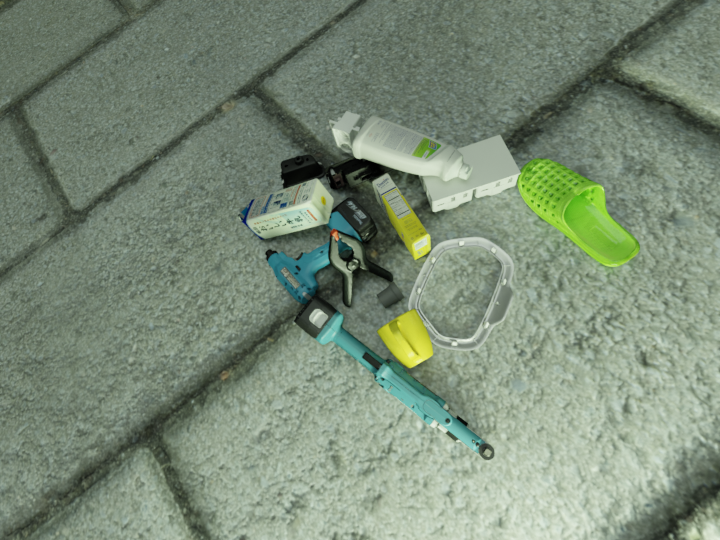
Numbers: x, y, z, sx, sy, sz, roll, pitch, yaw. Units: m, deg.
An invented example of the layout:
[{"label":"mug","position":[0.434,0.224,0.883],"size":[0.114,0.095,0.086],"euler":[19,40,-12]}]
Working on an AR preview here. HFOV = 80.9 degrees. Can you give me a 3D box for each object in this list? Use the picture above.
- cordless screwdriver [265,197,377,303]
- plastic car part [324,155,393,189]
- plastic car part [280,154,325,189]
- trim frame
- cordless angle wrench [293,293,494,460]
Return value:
[{"label":"cordless screwdriver","position":[-0.094,-0.061,0.957],"size":[0.248,0.071,0.167],"euler":[-44,63,-2]},{"label":"plastic car part","position":[0.021,-0.246,0.996],"size":[0.203,0.063,0.070],"euler":[-25,39,-1]},{"label":"plastic car part","position":[-0.152,-0.257,1.055],"size":[0.118,0.068,0.068],"euler":[-16,67,11]},{"label":"trim frame","position":[0.207,0.040,0.857],"size":[0.191,0.026,0.249],"euler":[23,74,21]},{"label":"cordless angle wrench","position":[0.058,0.201,0.803],"size":[0.440,0.094,0.074],"euler":[35,80,21]}]
